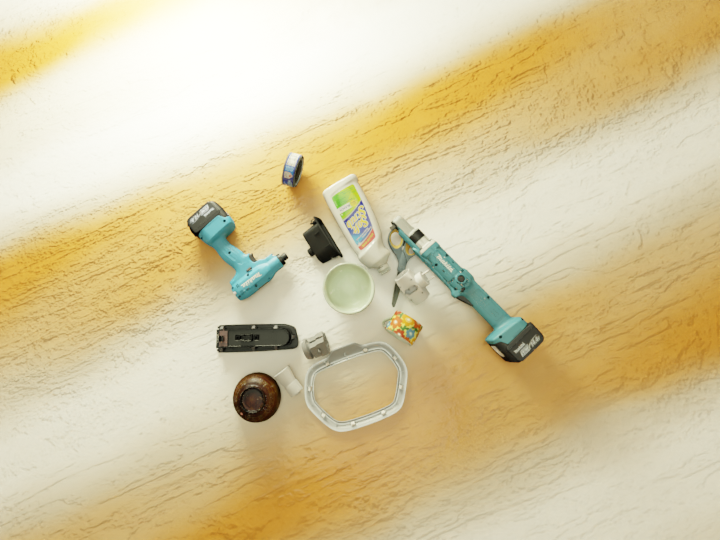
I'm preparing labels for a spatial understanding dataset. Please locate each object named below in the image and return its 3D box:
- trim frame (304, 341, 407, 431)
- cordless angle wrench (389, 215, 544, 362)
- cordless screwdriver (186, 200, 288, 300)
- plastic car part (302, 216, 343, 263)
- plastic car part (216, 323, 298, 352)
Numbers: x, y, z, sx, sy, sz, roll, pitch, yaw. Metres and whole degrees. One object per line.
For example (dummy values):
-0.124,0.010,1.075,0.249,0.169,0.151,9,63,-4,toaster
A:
-0.011,0.265,0.984,0.249,0.027,0.188,-20,76,1,trim frame
0.230,0.026,0.992,0.098,0.073,0.433,-42,78,-6,cordless angle wrench
-0.307,-0.067,1.059,0.158,0.073,0.253,-38,82,-5,cordless screwdriver
-0.103,-0.067,1.053,0.072,0.064,0.118,-30,81,11,plastic car part
-0.250,0.158,1.010,0.203,0.065,0.068,-1,72,1,plastic car part
